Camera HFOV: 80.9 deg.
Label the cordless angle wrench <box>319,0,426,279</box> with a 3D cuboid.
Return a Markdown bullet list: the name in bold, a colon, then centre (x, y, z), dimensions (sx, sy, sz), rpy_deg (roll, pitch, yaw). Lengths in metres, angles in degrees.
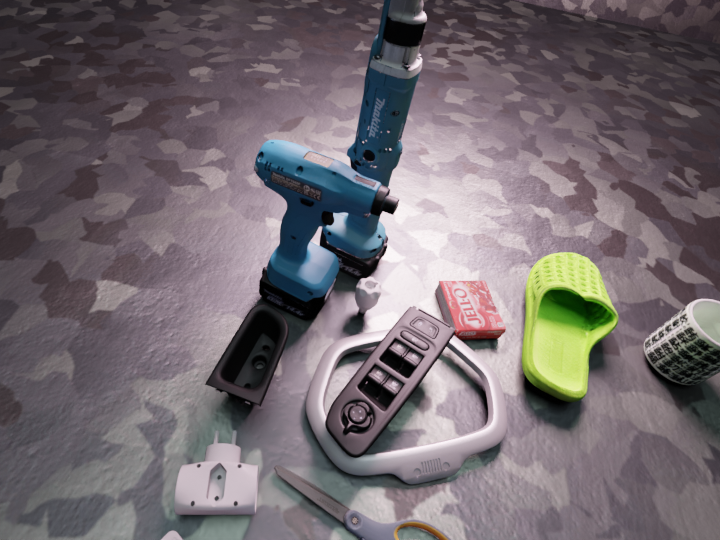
- **cordless angle wrench**: centre (0.019, -0.155, 0.529), dimensions (0.101, 0.413, 0.074), rpy_deg (28, 50, 12)

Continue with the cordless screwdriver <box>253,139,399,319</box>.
- **cordless screwdriver**: centre (-0.051, -0.034, 0.526), dimensions (0.163, 0.243, 0.074), rpy_deg (24, 49, 10)

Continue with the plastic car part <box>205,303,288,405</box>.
- **plastic car part**: centre (-0.125, 0.108, 0.508), dimensions (0.067, 0.069, 0.117), rpy_deg (17, 49, 5)

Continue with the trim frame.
- **trim frame**: centre (0.056, 0.154, 0.517), dimensions (0.244, 0.027, 0.192), rpy_deg (-7, 50, -13)

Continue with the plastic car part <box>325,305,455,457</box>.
- **plastic car part**: centre (0.032, 0.133, 0.508), dimensions (0.069, 0.065, 0.200), rpy_deg (33, 53, 19)
